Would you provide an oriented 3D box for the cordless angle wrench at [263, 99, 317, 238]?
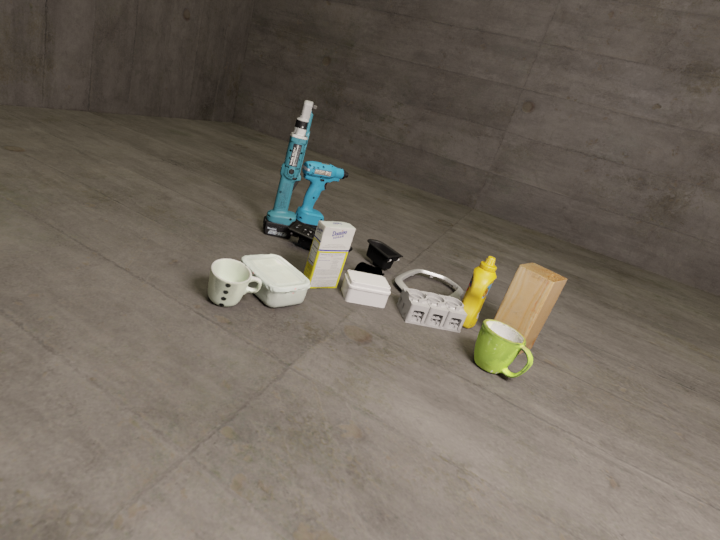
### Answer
[{"bbox_3d":[-0.212,-0.307,1.300,0.096,0.418,0.077,13,21,-15],"label":"cordless angle wrench"}]

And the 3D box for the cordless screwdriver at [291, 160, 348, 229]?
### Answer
[{"bbox_3d":[-0.139,-0.234,1.405,0.152,0.246,0.078,4,25,-31],"label":"cordless screwdriver"}]

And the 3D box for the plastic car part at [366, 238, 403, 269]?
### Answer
[{"bbox_3d":[0.063,-0.044,1.322,0.063,0.070,0.123,-3,28,-41],"label":"plastic car part"}]

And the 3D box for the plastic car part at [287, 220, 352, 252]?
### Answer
[{"bbox_3d":[-0.126,-0.083,1.292,0.207,0.066,0.066,20,21,11],"label":"plastic car part"}]

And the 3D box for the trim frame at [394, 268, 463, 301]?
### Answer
[{"bbox_3d":[0.206,0.051,1.250,0.193,0.027,0.239,28,25,27],"label":"trim frame"}]
